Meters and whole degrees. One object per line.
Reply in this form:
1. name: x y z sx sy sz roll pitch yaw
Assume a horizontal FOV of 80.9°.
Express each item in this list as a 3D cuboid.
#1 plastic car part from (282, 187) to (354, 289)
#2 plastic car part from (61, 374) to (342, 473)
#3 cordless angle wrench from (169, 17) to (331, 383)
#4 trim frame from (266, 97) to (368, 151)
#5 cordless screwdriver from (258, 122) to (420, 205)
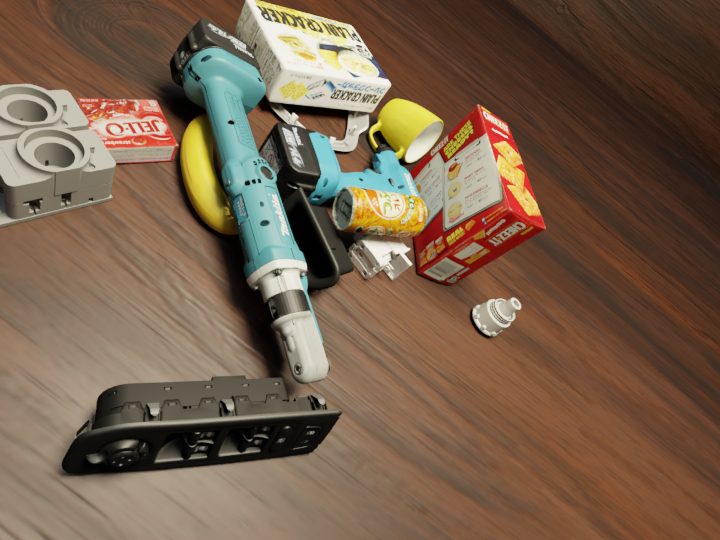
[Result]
1. plastic car part: -0.050 -0.032 0.507 0.068 0.067 0.119 -10 66 -55
2. plastic car part: -0.119 0.117 0.337 0.194 0.066 0.070 3 47 -32
3. cordless angle wrench: -0.116 -0.090 0.453 0.093 0.076 0.437 10 52 -51
4. trim frame: -0.068 -0.293 0.715 0.178 0.028 0.256 21 46 -21
5. cordless screwdriver: -0.024 -0.142 0.596 0.237 0.075 0.165 8 53 -35
